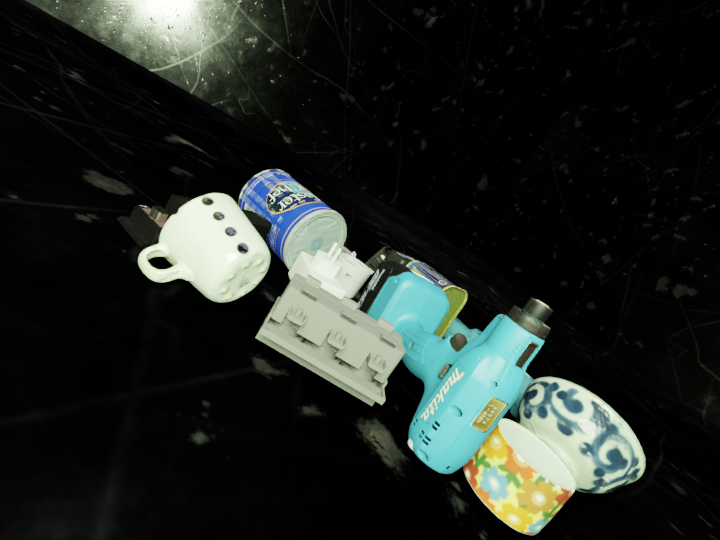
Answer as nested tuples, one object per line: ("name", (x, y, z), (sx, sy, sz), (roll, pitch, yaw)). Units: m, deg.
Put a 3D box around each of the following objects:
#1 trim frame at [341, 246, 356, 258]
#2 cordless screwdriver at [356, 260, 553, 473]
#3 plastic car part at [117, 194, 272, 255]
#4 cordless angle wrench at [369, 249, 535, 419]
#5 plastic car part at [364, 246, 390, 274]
("trim frame", (-0.075, -0.049, 0.768), (0.180, 0.027, 0.255), (27, 16, -15))
("cordless screwdriver", (0.078, 0.056, 0.437), (0.072, 0.159, 0.257), (28, 12, -21))
("plastic car part", (-0.171, -0.052, 0.496), (0.069, 0.067, 0.194), (30, 9, 24))
("cordless angle wrench", (0.171, 0.118, 0.619), (0.092, 0.074, 0.447), (18, 21, -45))
("plastic car part", (0.053, -0.003, 0.834), (0.072, 0.066, 0.113), (50, 13, 10))
